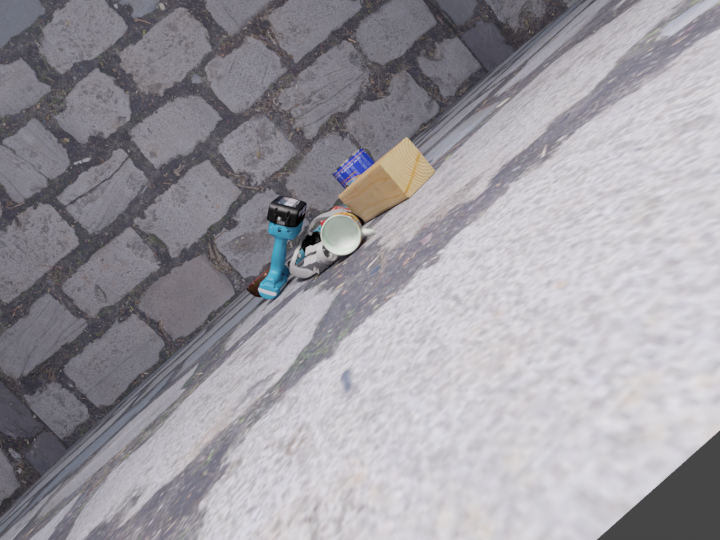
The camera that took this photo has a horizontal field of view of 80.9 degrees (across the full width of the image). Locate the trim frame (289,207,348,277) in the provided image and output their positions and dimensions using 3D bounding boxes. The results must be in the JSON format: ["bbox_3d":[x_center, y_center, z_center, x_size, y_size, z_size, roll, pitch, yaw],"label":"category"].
[{"bbox_3d":[-0.096,-0.065,0.956,0.184,0.026,0.257,-63,22,-9],"label":"trim frame"}]

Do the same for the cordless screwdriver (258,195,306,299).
[{"bbox_3d":[-0.195,-0.063,1.075,0.159,0.075,0.245,-65,-11,-70],"label":"cordless screwdriver"}]

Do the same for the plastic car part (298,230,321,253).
[{"bbox_3d":[-0.111,-0.073,1.136,0.066,0.066,0.207,-18,3,-16],"label":"plastic car part"}]

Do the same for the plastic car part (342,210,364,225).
[{"bbox_3d":[-0.046,-0.092,0.985,0.071,0.064,0.120,-59,17,-15],"label":"plastic car part"}]

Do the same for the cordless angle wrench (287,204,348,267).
[{"bbox_3d":[-0.064,-0.154,1.269,0.425,0.074,0.098,-42,7,10],"label":"cordless angle wrench"}]
